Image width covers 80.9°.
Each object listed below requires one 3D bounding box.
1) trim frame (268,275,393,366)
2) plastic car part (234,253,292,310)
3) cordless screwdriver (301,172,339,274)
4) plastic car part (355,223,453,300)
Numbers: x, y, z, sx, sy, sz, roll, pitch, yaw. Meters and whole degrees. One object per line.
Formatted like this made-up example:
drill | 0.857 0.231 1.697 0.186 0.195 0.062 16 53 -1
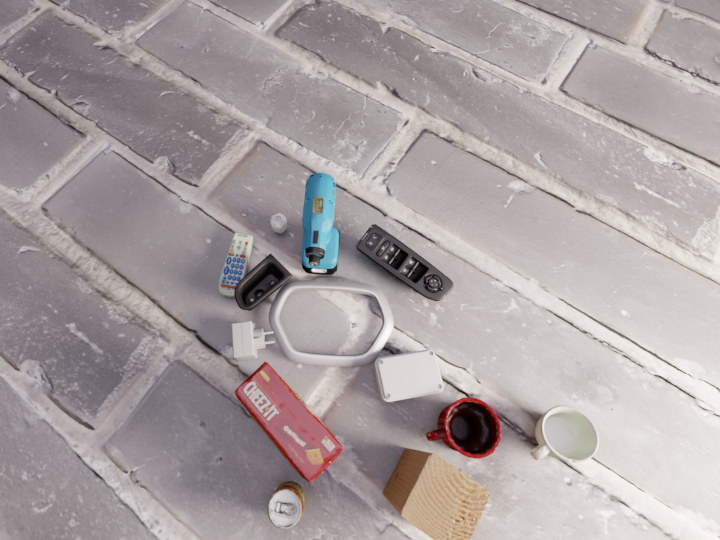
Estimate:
trim frame | -0.059 0.096 0.841 0.249 0.027 0.188 1 67 2
plastic car part | -0.199 0.035 0.847 0.068 0.069 0.115 42 73 14
cordless screwdriver | -0.077 -0.050 0.787 0.074 0.244 0.162 4 69 -2
plastic car part | 0.088 -0.006 0.861 0.209 0.065 0.066 35 71 14
